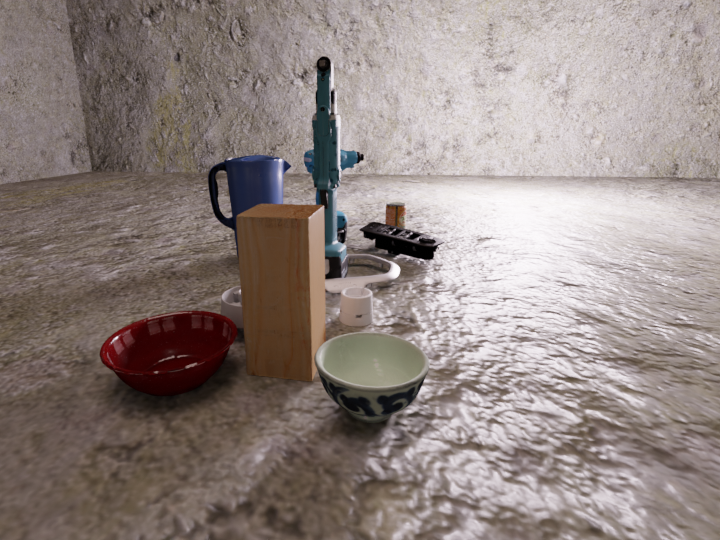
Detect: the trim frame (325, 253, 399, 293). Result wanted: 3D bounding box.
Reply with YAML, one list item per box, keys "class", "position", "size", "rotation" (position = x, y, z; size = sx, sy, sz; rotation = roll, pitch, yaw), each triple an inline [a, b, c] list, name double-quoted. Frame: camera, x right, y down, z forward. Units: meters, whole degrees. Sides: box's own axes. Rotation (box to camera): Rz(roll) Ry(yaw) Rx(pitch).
- class: "trim frame"
  position: [-0.043, 0.003, 0.870]
  size: [0.246, 0.027, 0.189]
  rotation: [-3, 19, -7]

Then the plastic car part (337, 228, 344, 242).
- class: "plastic car part"
  position: [-0.098, -0.064, 1.002]
  size: [0.122, 0.070, 0.064]
  rotation: [9, 19, 26]

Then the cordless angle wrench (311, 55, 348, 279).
- class: "cordless angle wrench"
  position: [-0.066, -0.183, 0.816]
  size: [0.076, 0.416, 0.098]
  rotation: [4, 16, 10]

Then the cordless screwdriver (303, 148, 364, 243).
- class: "cordless screwdriver"
  position: [-0.067, -0.195, 1.113]
  size: [0.155, 0.244, 0.078]
  rotation: [-6, 17, -21]

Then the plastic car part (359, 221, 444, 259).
- class: "plastic car part"
  position: [0.096, -0.067, 1.009]
  size: [0.214, 0.066, 0.064]
  rotation: [13, 22, 35]
